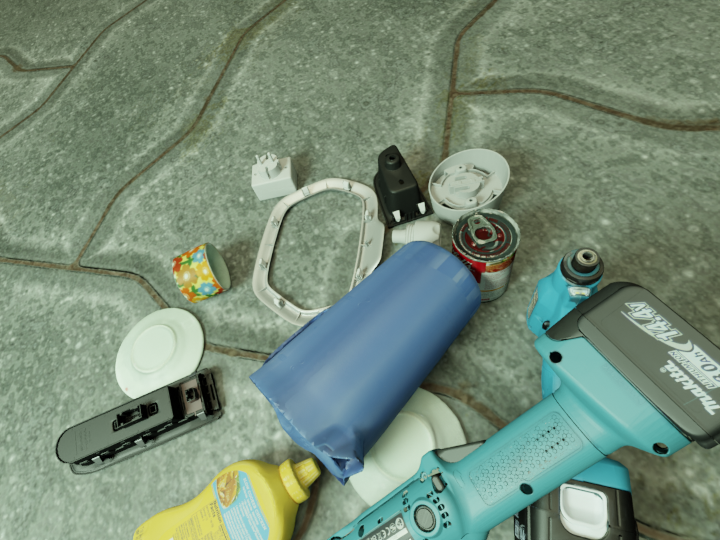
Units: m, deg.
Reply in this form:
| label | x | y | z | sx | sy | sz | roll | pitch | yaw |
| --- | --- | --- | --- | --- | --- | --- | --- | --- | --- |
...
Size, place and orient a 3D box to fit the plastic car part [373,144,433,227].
| label | x | y | z | sx | sy | sz | roll | pitch | yaw |
| --- | --- | --- | --- | --- | --- | --- | --- | --- | --- |
| plastic car part | 0.051 | -0.131 | 0.604 | 0.066 | 0.068 | 0.121 | -18 | 59 | 1 |

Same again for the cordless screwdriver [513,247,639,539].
| label | x | y | z | sx | sy | sz | roll | pitch | yaw |
| --- | --- | --- | --- | --- | --- | --- | --- | --- | --- |
| cordless screwdriver | 0.181 | 0.112 | 0.365 | 0.076 | 0.152 | 0.253 | 4 | 62 | 15 |

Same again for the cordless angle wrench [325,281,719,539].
| label | x | y | z | sx | sy | sz | roll | pitch | yaw |
| --- | --- | --- | --- | --- | --- | --- | --- | --- | --- |
| cordless angle wrench | 0.061 | 0.181 | 0.324 | 0.425 | 0.070 | 0.103 | -45 | 55 | 17 |

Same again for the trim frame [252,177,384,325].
| label | x | y | z | sx | sy | sz | roll | pitch | yaw |
| --- | --- | --- | --- | --- | --- | --- | --- | --- | --- |
| trim frame | -0.059 | -0.039 | 0.603 | 0.189 | 0.026 | 0.253 | 1 | 58 | 15 |

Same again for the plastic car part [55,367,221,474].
| label | x | y | z | sx | sy | sz | roll | pitch | yaw |
| --- | --- | --- | --- | --- | --- | --- | --- | --- | --- |
| plastic car part | -0.273 | 0.185 | 0.505 | 0.204 | 0.065 | 0.068 | -25 | 72 | 3 |
